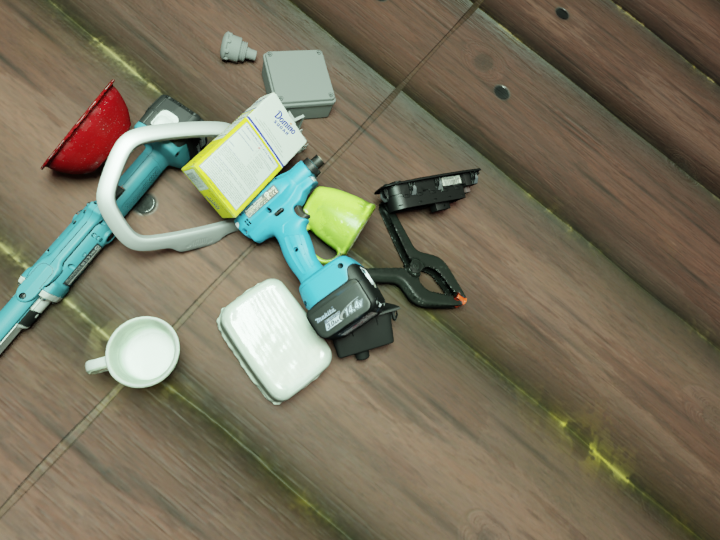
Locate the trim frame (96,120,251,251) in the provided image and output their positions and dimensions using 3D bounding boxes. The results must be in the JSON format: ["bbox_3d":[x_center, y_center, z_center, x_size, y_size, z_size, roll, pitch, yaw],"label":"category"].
[{"bbox_3d":[-0.244,-0.118,0.608,0.240,0.029,0.180,-21,114,-39],"label":"trim frame"}]

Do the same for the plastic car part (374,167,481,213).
[{"bbox_3d":[0.114,-0.132,0.724,0.196,0.069,0.067,-9,93,-26],"label":"plastic car part"}]

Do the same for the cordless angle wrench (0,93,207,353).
[{"bbox_3d":[-0.370,-0.063,0.590,0.074,0.098,0.423,32,72,-5],"label":"cordless angle wrench"}]

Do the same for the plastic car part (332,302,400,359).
[{"bbox_3d":[0.002,0.096,0.639,0.114,0.067,0.071,-18,94,-16],"label":"plastic car part"}]

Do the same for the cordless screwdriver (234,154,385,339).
[{"bbox_3d":[-0.058,-0.038,0.592,0.160,0.071,0.258,-41,69,8],"label":"cordless screwdriver"}]
